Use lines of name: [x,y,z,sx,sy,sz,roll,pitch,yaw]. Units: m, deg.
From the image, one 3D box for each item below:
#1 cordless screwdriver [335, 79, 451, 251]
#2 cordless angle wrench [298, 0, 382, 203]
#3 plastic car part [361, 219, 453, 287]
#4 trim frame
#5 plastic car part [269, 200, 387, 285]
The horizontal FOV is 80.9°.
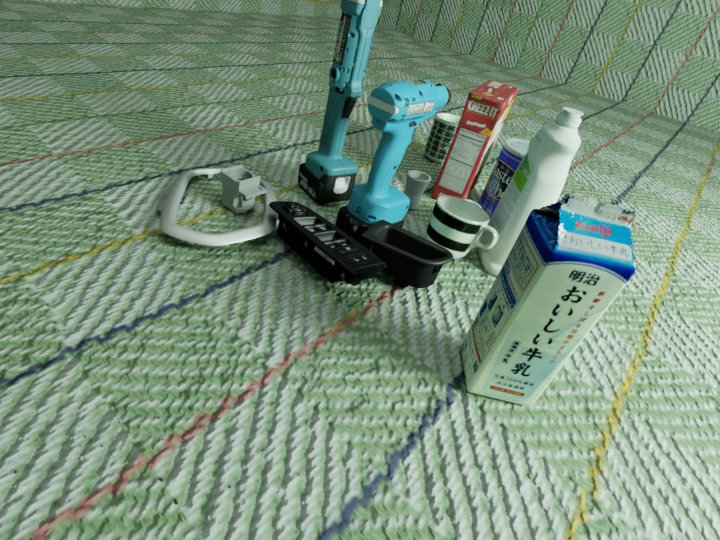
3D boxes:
cordless screwdriver: [0.053,-0.157,0.632,0.078,0.244,0.154,37,41,27]
cordless angle wrench: [-0.020,-0.307,0.667,0.071,0.415,0.103,-11,44,-33]
plastic car part: [0.060,-0.012,0.588,0.121,0.069,0.064,30,38,21]
trim frame: [-0.224,-0.108,0.670,0.180,0.027,0.259,3,37,-13]
plastic car part: [-0.058,-0.038,0.592,0.064,0.066,0.214,-18,46,-37]
